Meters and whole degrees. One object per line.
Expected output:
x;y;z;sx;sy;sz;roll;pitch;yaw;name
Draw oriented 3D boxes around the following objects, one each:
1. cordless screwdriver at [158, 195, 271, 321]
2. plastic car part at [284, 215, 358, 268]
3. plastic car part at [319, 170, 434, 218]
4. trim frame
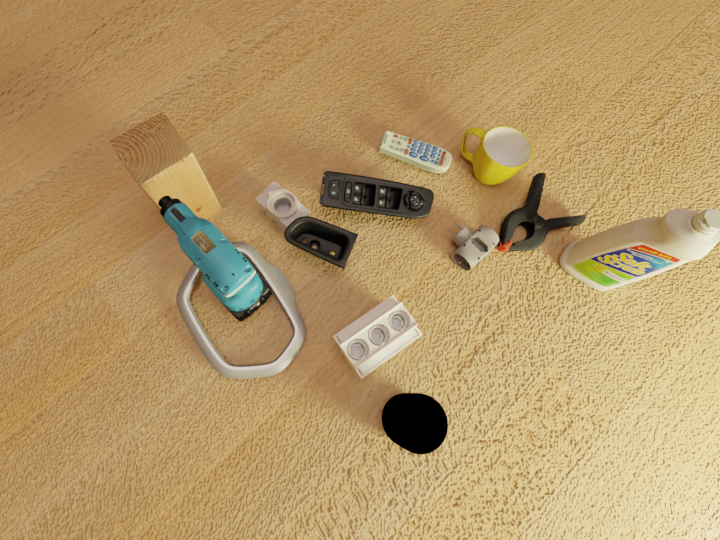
-0.213;-0.012;0.632;0.074;0.245;0.162;-42;81;-15;cordless screwdriver
-0.072;-0.047;0.738;0.118;0.070;0.066;22;73;5;plastic car part
0.028;-0.127;0.768;0.203;0.066;0.067;7;73;1;plastic car part
-0.202;0.065;0.721;0.182;0.027;0.255;-35;76;-11;trim frame
